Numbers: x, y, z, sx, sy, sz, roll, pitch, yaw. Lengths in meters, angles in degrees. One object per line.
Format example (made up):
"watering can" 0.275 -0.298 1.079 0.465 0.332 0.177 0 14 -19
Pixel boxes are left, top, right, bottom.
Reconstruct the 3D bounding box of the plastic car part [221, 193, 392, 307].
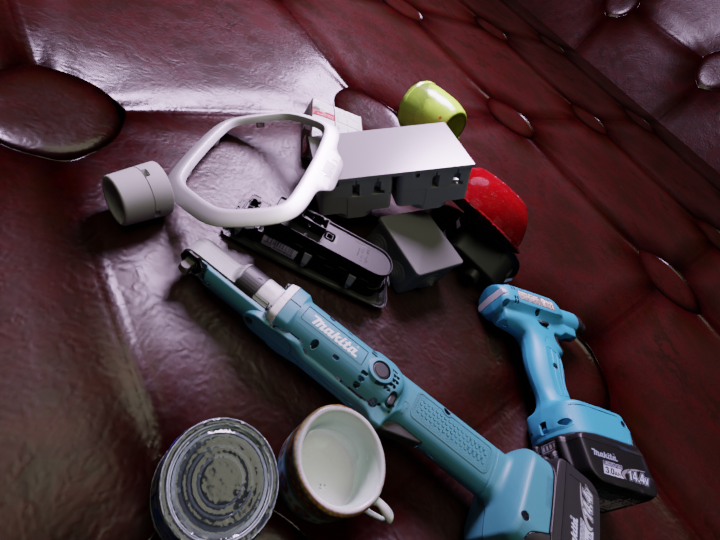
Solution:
"plastic car part" -0.046 -0.030 0.475 0.200 0.067 0.067 31 37 -9

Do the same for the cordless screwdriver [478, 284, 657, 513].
"cordless screwdriver" 0.241 0.134 0.494 0.154 0.074 0.257 16 43 -20

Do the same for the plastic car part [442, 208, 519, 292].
"plastic car part" 0.159 -0.014 0.586 0.118 0.066 0.070 46 59 6

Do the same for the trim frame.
"trim frame" -0.115 -0.127 0.493 0.188 0.027 0.252 7 43 9

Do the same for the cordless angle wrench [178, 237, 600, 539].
"cordless angle wrench" 0.007 0.104 0.385 0.428 0.074 0.097 37 44 6
